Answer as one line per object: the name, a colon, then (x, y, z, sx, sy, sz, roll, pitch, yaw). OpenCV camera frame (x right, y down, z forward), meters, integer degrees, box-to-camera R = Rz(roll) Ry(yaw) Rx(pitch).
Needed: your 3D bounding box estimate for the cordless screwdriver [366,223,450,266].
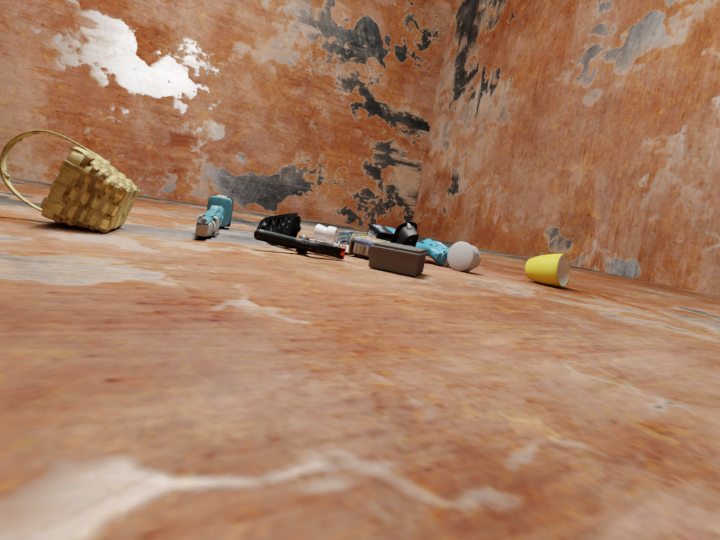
cordless screwdriver: (0.135, -0.079, 1.248, 0.242, 0.073, 0.165, 10, 18, -17)

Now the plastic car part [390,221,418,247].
plastic car part: (0.120, -0.065, 1.119, 0.064, 0.115, 0.074, 8, 30, -17)

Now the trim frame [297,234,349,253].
trim frame: (-0.116, -0.076, 1.188, 0.181, 0.027, 0.253, 9, 6, -11)

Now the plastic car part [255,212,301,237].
plastic car part: (-0.217, -0.114, 1.142, 0.063, 0.067, 0.213, 19, -10, -41)

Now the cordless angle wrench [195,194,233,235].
cordless angle wrench: (-0.393, -0.137, 1.124, 0.073, 0.097, 0.435, 8, 12, -14)
